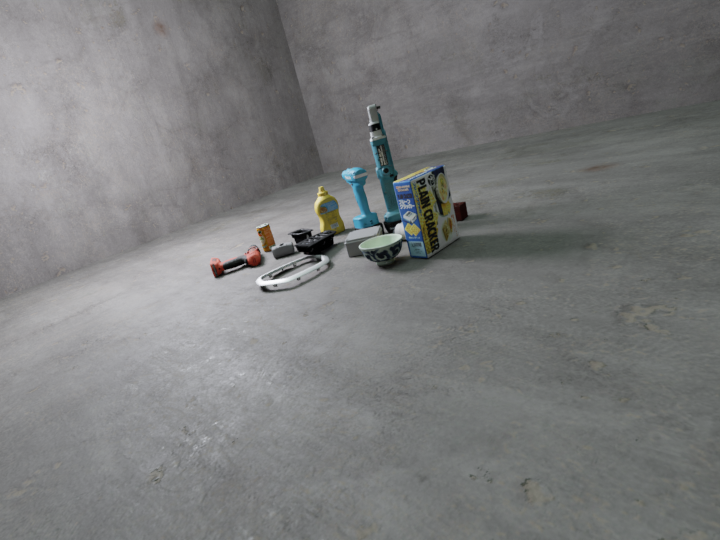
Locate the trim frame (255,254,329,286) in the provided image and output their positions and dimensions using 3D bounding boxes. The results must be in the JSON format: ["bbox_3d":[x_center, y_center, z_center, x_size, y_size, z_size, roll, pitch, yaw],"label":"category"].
[{"bbox_3d":[-0.205,0.000,1.297,0.242,0.027,0.193,-30,23,-35],"label":"trim frame"}]

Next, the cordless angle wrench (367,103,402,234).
[{"bbox_3d":[0.084,-0.328,1.385,0.099,0.414,0.075,-14,15,5],"label":"cordless angle wrench"}]

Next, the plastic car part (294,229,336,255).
[{"bbox_3d":[-0.141,-0.092,1.446,0.069,0.065,0.199,-6,21,30],"label":"plastic car part"}]

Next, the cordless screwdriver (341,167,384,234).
[{"bbox_3d":[-0.003,-0.228,1.439,0.073,0.243,0.165,-20,16,-16],"label":"cordless screwdriver"}]

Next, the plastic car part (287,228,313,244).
[{"bbox_3d":[-0.210,-0.115,1.560,0.064,0.069,0.122,-24,19,-26],"label":"plastic car part"}]
